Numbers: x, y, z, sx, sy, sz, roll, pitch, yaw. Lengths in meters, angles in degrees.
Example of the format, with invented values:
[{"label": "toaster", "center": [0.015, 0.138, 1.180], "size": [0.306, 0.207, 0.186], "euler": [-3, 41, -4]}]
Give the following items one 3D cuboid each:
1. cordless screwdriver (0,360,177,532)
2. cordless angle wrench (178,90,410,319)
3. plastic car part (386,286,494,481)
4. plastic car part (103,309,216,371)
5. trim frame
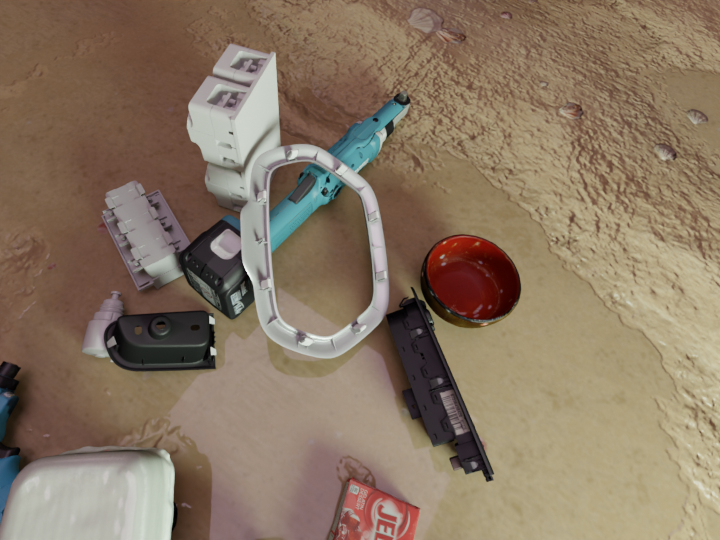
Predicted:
[{"label": "cordless screwdriver", "center": [-0.294, 0.196, 0.395], "size": [0.253, 0.072, 0.161], "euler": [17, 64, 8]}, {"label": "cordless angle wrench", "center": [-0.052, -0.119, 0.565], "size": [0.076, 0.096, 0.420], "euler": [35, 62, 10]}, {"label": "plastic car part", "center": [0.077, 0.119, 0.463], "size": [0.068, 0.063, 0.209], "euler": [-22, 65, 14]}, {"label": "plastic car part", "center": [-0.206, 0.068, 0.447], "size": [0.112, 0.072, 0.068], "euler": [3, 62, -29]}, {"label": "trim frame", "center": [-0.046, -0.030, 0.472], "size": [0.177, 0.028, 0.252], "euler": [2, 74, -27]}]
